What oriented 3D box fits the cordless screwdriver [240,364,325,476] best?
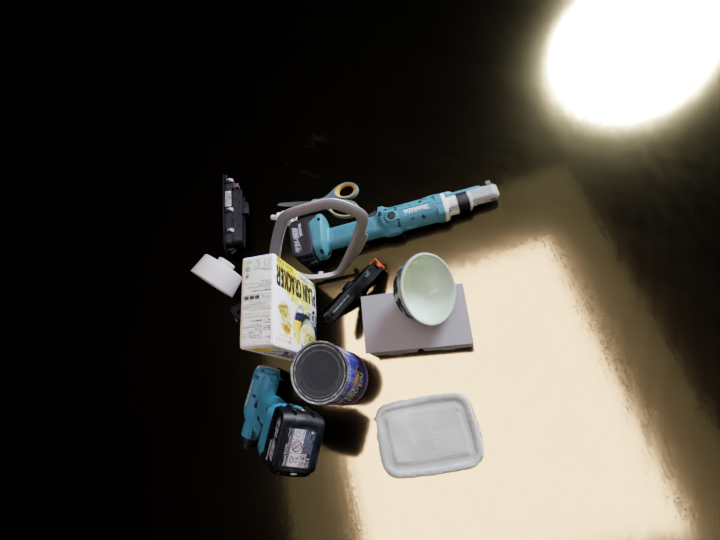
[{"bbox_3d":[-0.155,0.277,0.736,0.259,0.071,0.159,9,82,63],"label":"cordless screwdriver"}]

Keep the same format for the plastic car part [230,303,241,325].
[{"bbox_3d":[-0.225,0.085,0.897,0.118,0.068,0.068,-17,66,9],"label":"plastic car part"}]

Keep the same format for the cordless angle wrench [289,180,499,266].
[{"bbox_3d":[0.065,-0.103,0.867,0.430,0.071,0.101,-14,68,12],"label":"cordless angle wrench"}]

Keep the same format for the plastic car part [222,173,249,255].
[{"bbox_3d":[-0.302,-0.129,1.014,0.066,0.066,0.208,1,67,-9],"label":"plastic car part"}]

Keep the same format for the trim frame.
[{"bbox_3d":[-0.079,-0.052,0.809,0.181,0.245,0.028,6,50,-13],"label":"trim frame"}]
